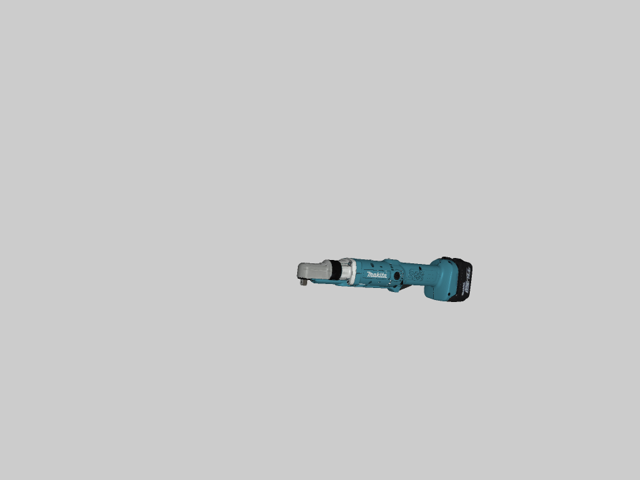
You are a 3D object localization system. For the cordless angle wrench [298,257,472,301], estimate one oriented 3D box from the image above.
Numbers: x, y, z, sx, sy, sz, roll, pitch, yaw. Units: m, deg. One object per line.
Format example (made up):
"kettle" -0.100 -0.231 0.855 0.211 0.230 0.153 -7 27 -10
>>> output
"cordless angle wrench" 0.140 0.072 0.865 0.422 0.098 0.074 6 1 -32
